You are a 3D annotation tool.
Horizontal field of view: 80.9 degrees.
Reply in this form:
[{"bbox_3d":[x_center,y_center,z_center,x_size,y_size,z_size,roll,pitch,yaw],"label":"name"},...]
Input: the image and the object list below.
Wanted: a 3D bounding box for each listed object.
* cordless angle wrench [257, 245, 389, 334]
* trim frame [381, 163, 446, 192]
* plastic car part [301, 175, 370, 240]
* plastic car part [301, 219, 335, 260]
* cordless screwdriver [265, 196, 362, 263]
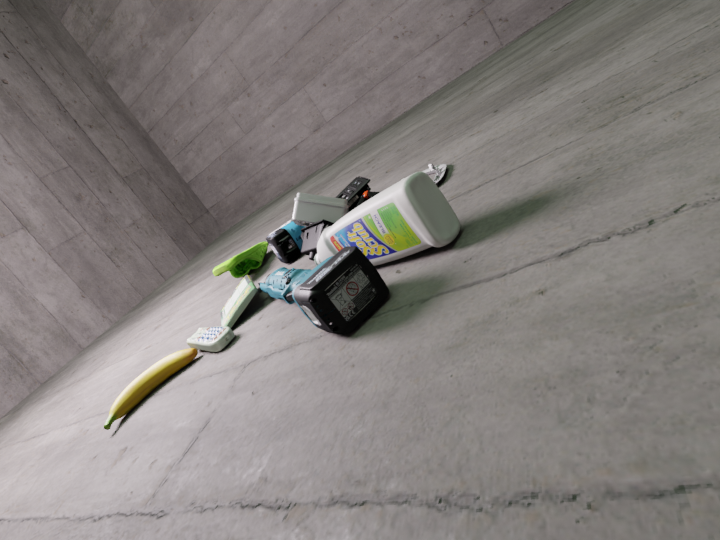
[{"bbox_3d":[-0.103,0.025,0.689,0.097,0.072,0.437,-42,17,-20],"label":"cordless angle wrench"},{"bbox_3d":[0.069,-0.148,0.872,0.249,0.027,0.188,-37,17,4],"label":"trim frame"},{"bbox_3d":[-0.053,-0.129,0.971,0.202,0.064,0.070,-41,36,-6],"label":"plastic car part"},{"bbox_3d":[-0.085,-0.055,0.868,0.120,0.063,0.072,-14,59,56],"label":"plastic car part"},{"bbox_3d":[-0.117,-0.119,1.067,0.247,0.072,0.164,-35,16,-8],"label":"cordless screwdriver"}]
